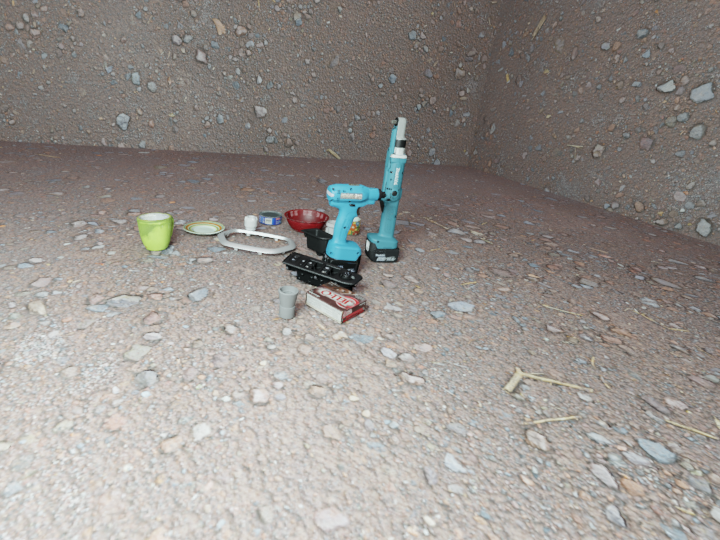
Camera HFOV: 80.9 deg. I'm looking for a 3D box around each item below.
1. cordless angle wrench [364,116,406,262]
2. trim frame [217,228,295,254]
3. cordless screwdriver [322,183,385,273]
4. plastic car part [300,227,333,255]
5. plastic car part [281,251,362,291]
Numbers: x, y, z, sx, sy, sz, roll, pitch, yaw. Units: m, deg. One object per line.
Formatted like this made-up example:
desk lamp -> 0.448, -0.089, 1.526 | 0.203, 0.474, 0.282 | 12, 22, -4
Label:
cordless angle wrench -> 0.089, -0.231, 1.243 | 0.096, 0.416, 0.077 | 2, 21, -14
trim frame -> -0.323, -0.090, 1.314 | 0.251, 0.027, 0.186 | 8, 22, 5
cordless screwdriver -> -0.021, -0.112, 1.153 | 0.155, 0.244, 0.078 | 0, 21, -18
plastic car part -> -0.126, -0.082, 1.286 | 0.063, 0.070, 0.123 | -10, 27, -37
plastic car part -> -0.098, 0.013, 1.065 | 0.210, 0.066, 0.065 | 14, 22, 19
